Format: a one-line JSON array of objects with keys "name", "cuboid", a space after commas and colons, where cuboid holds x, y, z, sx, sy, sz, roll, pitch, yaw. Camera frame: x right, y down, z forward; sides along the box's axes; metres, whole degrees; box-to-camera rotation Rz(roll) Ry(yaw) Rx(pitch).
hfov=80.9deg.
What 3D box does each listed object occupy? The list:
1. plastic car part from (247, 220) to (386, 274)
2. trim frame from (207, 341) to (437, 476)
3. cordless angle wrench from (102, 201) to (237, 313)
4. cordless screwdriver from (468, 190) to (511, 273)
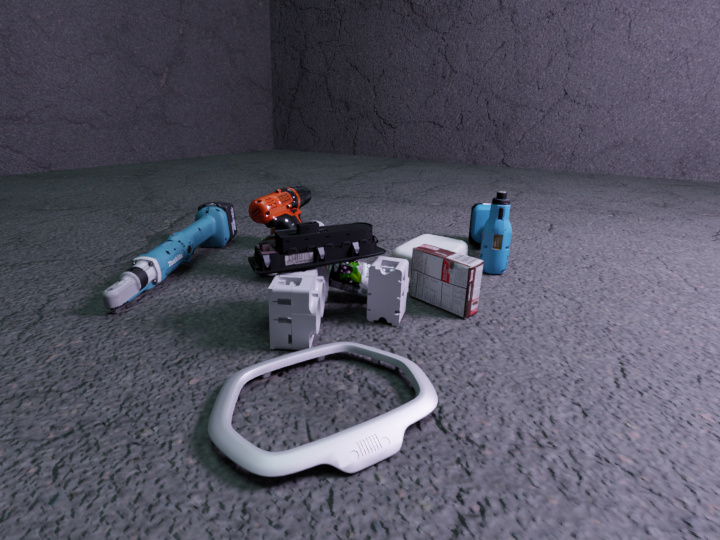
[{"name": "plastic car part", "cuboid": [-0.061, -0.040, 0.621, 0.197, 0.066, 0.069, -5, 13, -21]}, {"name": "trim frame", "cuboid": [-0.038, 0.136, 0.452, 0.239, 0.027, 0.194, -10, 22, -30]}, {"name": "cordless angle wrench", "cuboid": [-0.361, -0.041, 0.835, 0.075, 0.095, 0.426, 0, 24, 7]}, {"name": "cordless screwdriver", "cuboid": [0.282, -0.104, 0.907, 0.076, 0.156, 0.247, 5, 18, 10]}]
